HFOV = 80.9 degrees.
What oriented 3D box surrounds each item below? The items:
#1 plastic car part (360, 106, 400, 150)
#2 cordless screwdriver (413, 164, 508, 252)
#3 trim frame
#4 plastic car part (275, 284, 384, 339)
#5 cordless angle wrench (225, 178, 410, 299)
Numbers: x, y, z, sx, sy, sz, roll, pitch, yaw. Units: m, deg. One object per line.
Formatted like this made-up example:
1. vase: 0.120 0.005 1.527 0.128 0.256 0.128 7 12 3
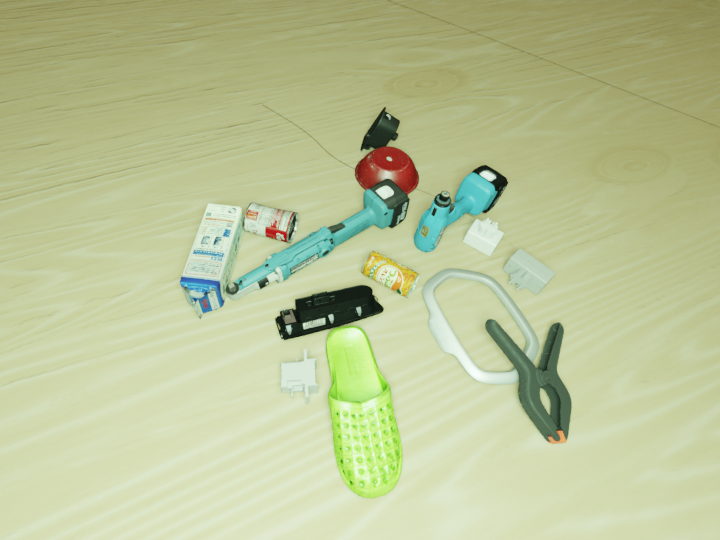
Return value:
1. plastic car part: 0.058 -0.351 1.082 0.069 0.118 0.067 27 53 -17
2. cordless screwdriver: 0.219 -0.152 0.908 0.244 0.155 0.077 -36 66 -28
3. trim frame: 0.224 0.097 0.807 0.180 0.027 0.259 -17 58 -16
4. plastic car part: -0.057 0.068 0.788 0.199 0.065 0.069 -9 25 -15
5. cordless angle wrench: -0.085 -0.056 0.872 0.416 0.095 0.078 -32 64 -19
